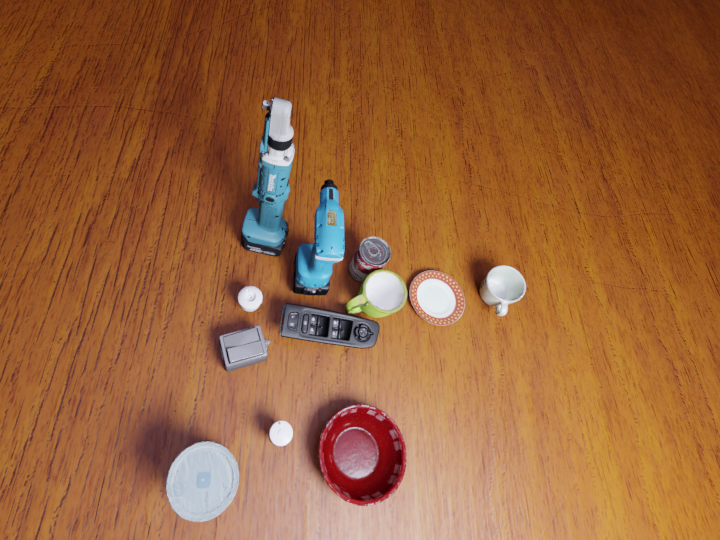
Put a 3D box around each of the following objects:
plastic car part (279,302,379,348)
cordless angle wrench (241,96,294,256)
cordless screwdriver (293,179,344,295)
[{"bbox_3d":[-0.063,0.120,0.854,0.200,0.066,0.068,9,64,-7],"label":"plastic car part"},{"bbox_3d":[-0.162,-0.150,0.769,0.097,0.421,0.076,14,64,-10],"label":"cordless angle wrench"},{"bbox_3d":[-0.082,-0.053,0.835,0.073,0.247,0.163,5,65,-14],"label":"cordless screwdriver"}]
